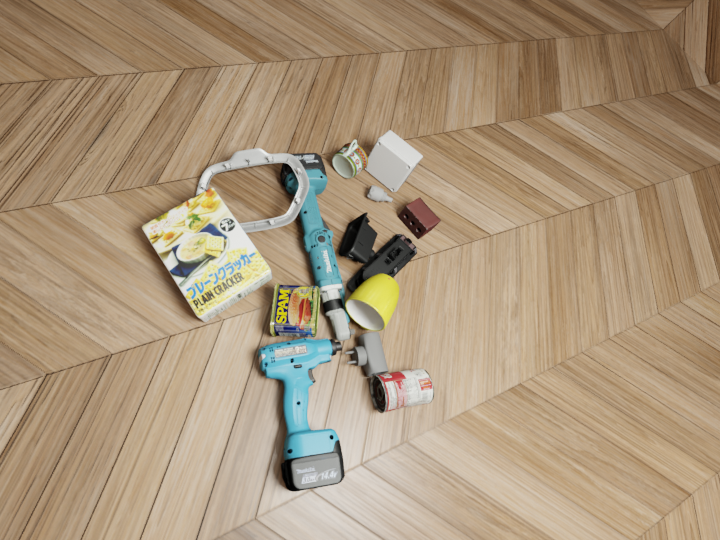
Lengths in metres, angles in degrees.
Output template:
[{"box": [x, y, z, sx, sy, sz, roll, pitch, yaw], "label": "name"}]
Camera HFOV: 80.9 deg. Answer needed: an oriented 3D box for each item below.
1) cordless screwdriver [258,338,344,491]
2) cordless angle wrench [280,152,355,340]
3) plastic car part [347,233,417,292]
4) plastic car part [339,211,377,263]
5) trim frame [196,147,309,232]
[{"box": [-0.083, 0.242, 0.749, 0.155, 0.074, 0.258, -7, 62, -20], "label": "cordless screwdriver"}, {"box": [-0.089, -0.058, 0.909, 0.095, 0.074, 0.435, -7, 68, -20], "label": "cordless angle wrench"}, {"box": [0.058, -0.014, 0.931, 0.066, 0.068, 0.200, 47, 63, 0], "label": "plastic car part"}, {"box": [0.002, -0.059, 0.936, 0.068, 0.067, 0.118, 33, 51, -22], "label": "plastic car part"}, {"box": [-0.233, -0.172, 0.906, 0.250, 0.027, 0.187, -8, 75, 5], "label": "trim frame"}]
